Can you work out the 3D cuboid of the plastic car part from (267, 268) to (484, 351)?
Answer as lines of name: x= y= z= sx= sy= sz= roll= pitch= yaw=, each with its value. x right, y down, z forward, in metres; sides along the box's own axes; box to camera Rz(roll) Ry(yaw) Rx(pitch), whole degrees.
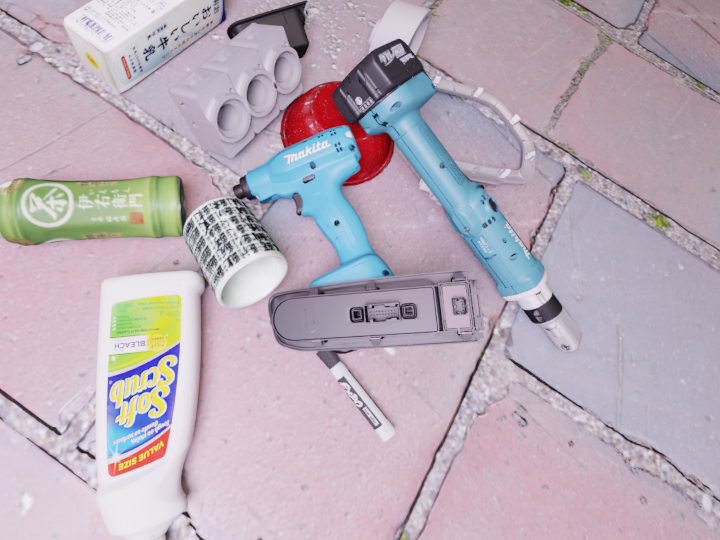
plastic car part: x=0.005 y=0.042 z=0.387 sx=0.208 sy=0.065 sz=0.066 roll=-6 pitch=89 yaw=15

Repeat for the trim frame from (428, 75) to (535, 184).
trim frame: x=0.148 y=-0.198 z=0.592 sx=0.240 sy=0.028 sz=0.189 roll=7 pitch=65 yaw=-21

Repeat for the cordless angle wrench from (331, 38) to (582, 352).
cordless angle wrench: x=0.133 y=-0.068 z=0.497 sx=0.418 sy=0.076 sz=0.096 roll=52 pitch=48 yaw=-6

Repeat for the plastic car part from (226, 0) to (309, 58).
plastic car part: x=-0.120 y=-0.318 z=0.595 sx=0.115 sy=0.067 sz=0.071 roll=-28 pitch=94 yaw=-16

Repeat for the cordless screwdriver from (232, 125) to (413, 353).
cordless screwdriver: x=-0.047 y=-0.031 z=0.480 sx=0.161 sy=0.072 sz=0.254 roll=-22 pitch=75 yaw=9
